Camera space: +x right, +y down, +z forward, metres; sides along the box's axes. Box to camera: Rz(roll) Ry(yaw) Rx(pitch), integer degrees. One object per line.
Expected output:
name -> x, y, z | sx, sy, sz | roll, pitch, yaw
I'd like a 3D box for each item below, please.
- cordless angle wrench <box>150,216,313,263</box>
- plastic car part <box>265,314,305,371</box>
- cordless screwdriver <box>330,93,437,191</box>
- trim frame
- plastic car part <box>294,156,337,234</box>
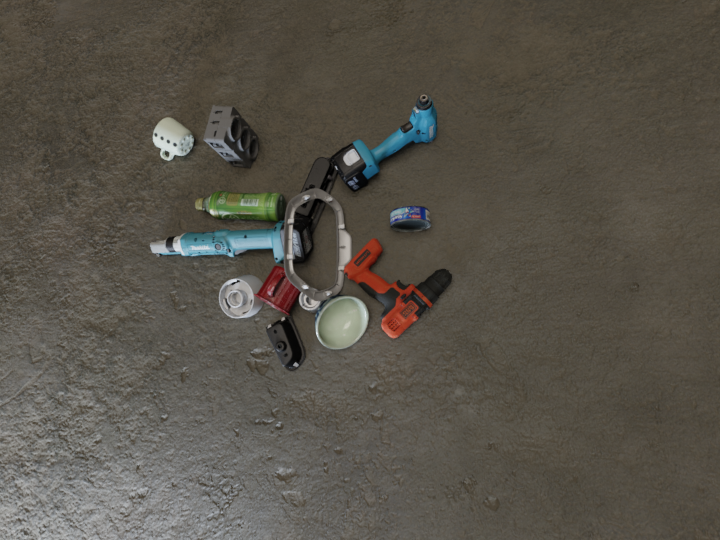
cordless angle wrench -> -0.326, -0.066, 1.010 | 0.435, 0.074, 0.095 | -1, 116, 18
plastic car part -> -0.167, 0.159, 0.922 | 0.066, 0.068, 0.120 | -29, 70, 5
cordless screwdriver -> 0.055, -0.283, 0.932 | 0.250, 0.154, 0.076 | -30, 75, 6
trim frame -> -0.090, -0.059, 0.917 | 0.029, 0.174, 0.252 | -14, 73, 45
plastic car part -> -0.115, -0.186, 1.001 | 0.069, 0.064, 0.203 | 19, 79, 22
